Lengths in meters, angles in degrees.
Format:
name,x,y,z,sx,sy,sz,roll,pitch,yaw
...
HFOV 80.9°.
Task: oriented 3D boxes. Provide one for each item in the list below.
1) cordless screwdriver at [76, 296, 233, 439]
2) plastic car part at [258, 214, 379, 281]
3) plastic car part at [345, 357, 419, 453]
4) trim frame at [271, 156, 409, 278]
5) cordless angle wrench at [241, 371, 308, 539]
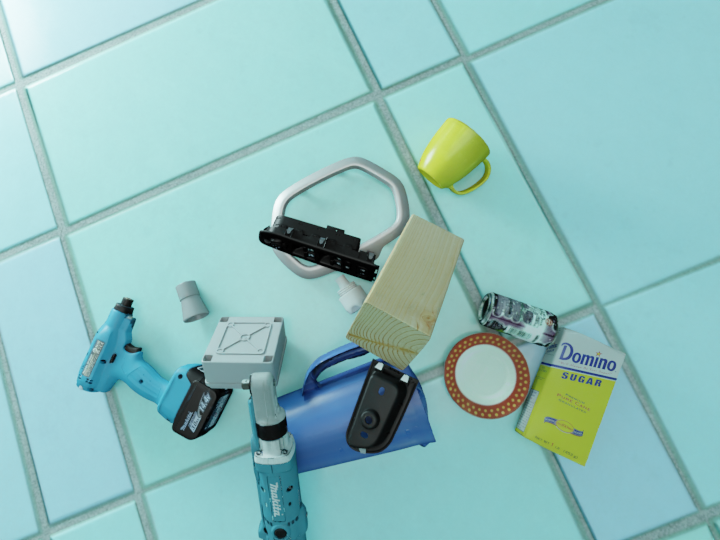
name,x,y,z,sx,sy,sz,roll,pitch,yaw
cordless screwdriver,-0.330,0.156,0.690,0.254,0.072,0.159,20,84,11
plastic car part,-0.066,-0.043,0.678,0.206,0.065,0.068,14,74,7
plastic car part,0.019,0.176,0.528,0.068,0.068,0.117,21,78,18
trim frame,-0.038,-0.089,0.723,0.248,0.027,0.188,-28,79,-1
cordless angle wrench,-0.104,0.330,0.565,0.099,0.075,0.416,-4,102,3
